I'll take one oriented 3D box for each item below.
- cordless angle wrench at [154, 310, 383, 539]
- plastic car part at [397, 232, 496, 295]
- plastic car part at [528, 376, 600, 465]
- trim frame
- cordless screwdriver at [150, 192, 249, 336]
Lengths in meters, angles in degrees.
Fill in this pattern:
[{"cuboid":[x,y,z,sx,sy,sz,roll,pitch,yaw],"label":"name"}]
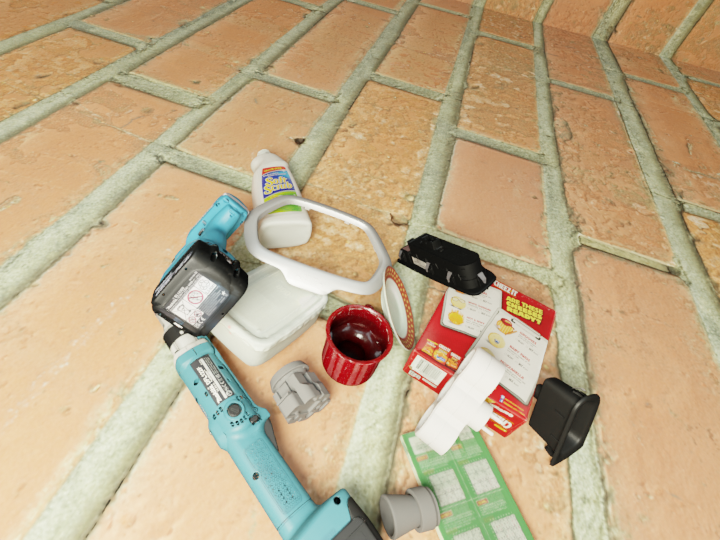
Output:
[{"cuboid":[-0.150,0.181,0.513,0.095,0.073,0.444,-28,56,-32],"label":"cordless angle wrench"},{"cuboid":[0.134,-0.021,0.689,0.065,0.065,0.214,-24,29,-19],"label":"plastic car part"},{"cuboid":[0.264,0.188,0.567,0.064,0.113,0.075,-16,30,-27],"label":"plastic car part"},{"cuboid":[-0.066,-0.043,0.679,0.246,0.027,0.188,19,45,-6],"label":"trim frame"},{"cuboid":[-0.221,-0.006,0.572,0.071,0.160,0.258,40,12,-27],"label":"cordless screwdriver"}]
